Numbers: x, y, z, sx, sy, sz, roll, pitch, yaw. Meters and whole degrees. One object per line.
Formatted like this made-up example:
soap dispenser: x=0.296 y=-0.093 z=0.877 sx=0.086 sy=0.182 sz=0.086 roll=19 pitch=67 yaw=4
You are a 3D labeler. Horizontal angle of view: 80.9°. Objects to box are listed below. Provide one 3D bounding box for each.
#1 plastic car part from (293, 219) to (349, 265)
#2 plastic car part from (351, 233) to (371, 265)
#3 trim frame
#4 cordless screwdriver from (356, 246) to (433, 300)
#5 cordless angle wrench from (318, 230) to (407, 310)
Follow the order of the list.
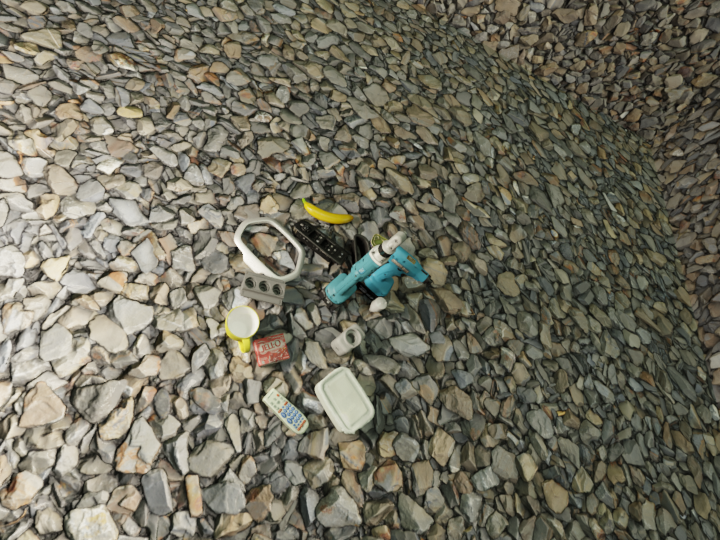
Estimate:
plastic car part: x=-0.136 y=-0.089 z=1.386 sx=0.203 sy=0.067 sz=0.066 roll=41 pitch=55 yaw=0
plastic car part: x=-0.005 y=-0.057 z=1.425 sx=0.063 sy=0.071 sz=0.120 roll=3 pitch=63 yaw=-25
trim frame: x=-0.284 y=-0.068 z=1.333 sx=0.250 sy=0.028 sz=0.182 roll=43 pitch=55 yaw=3
cordless screwdriver: x=0.102 y=0.025 z=1.320 sx=0.159 sy=0.251 sz=0.074 roll=41 pitch=55 yaw=-4
cordless angle wrench: x=0.005 y=0.000 z=1.182 sx=0.075 sy=0.427 sz=0.096 roll=50 pitch=54 yaw=1
